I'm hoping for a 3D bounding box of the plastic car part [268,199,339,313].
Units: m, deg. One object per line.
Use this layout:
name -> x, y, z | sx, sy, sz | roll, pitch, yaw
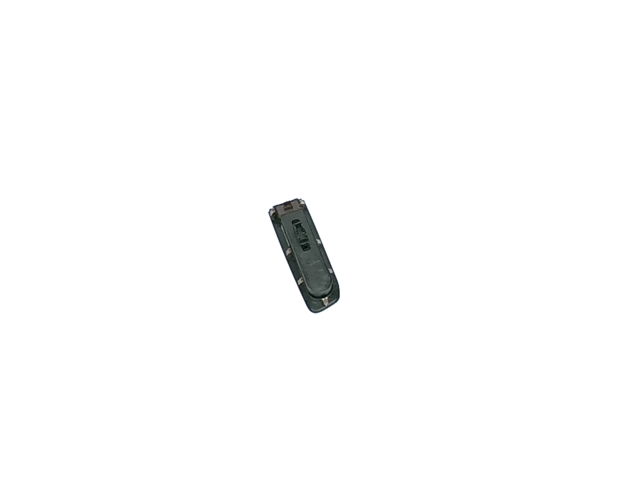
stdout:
plastic car part -> -0.022, 0.014, 0.681 | 0.066, 0.203, 0.067 | -16, -21, -15
